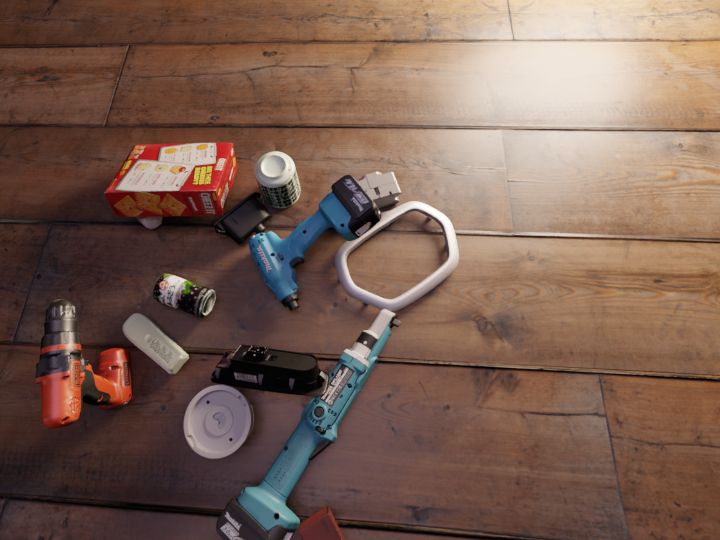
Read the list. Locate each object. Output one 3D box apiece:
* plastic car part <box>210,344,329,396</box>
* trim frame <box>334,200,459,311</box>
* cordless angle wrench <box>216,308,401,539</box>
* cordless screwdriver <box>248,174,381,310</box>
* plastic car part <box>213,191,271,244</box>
[{"bbox_3d":[-0.147,0.157,0.695,0.209,0.065,0.066,7,111,17],"label":"plastic car part"},{"bbox_3d":[0.070,-0.032,0.805,0.247,0.027,0.190,-36,71,-8],"label":"trim frame"},{"bbox_3d":[-0.060,0.237,0.682,0.103,0.071,0.422,24,68,27],"label":"cordless angle wrench"},{"bbox_3d":[-0.076,-0.049,0.774,0.250,0.071,0.165,-33,70,8],"label":"cordless screwdriver"},{"bbox_3d":[-0.224,-0.097,0.837,0.115,0.066,0.071,-40,89,-15],"label":"plastic car part"}]
